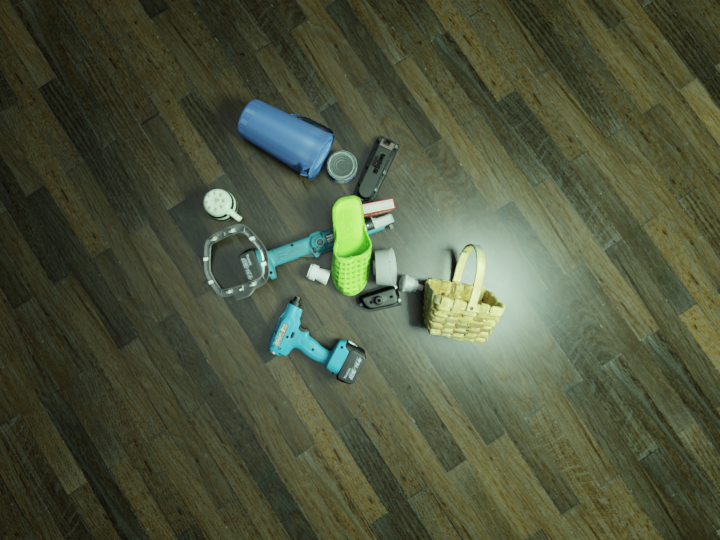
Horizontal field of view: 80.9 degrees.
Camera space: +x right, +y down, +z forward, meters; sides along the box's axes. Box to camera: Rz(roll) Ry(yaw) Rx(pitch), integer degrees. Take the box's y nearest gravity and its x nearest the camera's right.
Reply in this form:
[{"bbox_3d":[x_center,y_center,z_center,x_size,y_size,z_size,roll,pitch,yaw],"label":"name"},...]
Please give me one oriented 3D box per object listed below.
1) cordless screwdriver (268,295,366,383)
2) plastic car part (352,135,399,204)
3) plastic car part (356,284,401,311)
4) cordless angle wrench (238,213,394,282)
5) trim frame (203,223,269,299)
[{"bbox_3d":[-0.104,0.183,1.110,0.252,0.073,0.159,23,87,5],"label":"cordless screwdriver"},{"bbox_3d":[0.042,-0.270,1.147,0.065,0.068,0.203,25,89,-8],"label":"plastic car part"},{"bbox_3d":[0.051,0.076,1.115,0.116,0.071,0.066,-15,87,-5],"label":"plastic car part"},{"bbox_3d":[-0.110,-0.072,1.130,0.421,0.075,0.098,-20,91,-3],"label":"cordless angle wrench"},{"bbox_3d":[-0.326,-0.017,1.080,0.257,0.026,0.184,-16,91,34],"label":"trim frame"}]
